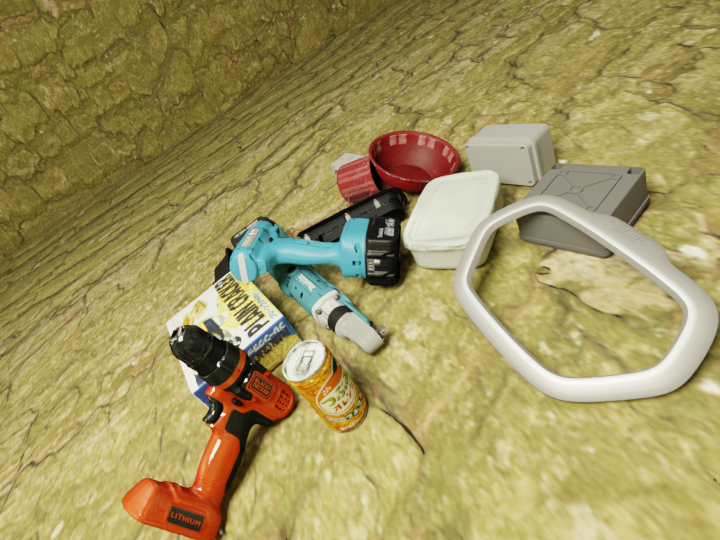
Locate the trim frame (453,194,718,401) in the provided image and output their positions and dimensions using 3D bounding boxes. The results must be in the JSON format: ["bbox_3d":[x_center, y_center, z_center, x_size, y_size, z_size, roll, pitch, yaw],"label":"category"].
[{"bbox_3d":[0.207,0.017,0.434,0.185,0.026,0.262,-43,44,8],"label":"trim frame"}]

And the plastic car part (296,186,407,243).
[{"bbox_3d":[-0.007,-0.078,0.736,0.204,0.063,0.070,-29,43,4],"label":"plastic car part"}]

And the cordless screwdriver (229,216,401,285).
[{"bbox_3d":[-0.064,-0.042,0.651,0.252,0.072,0.162,-1,29,7],"label":"cordless screwdriver"}]

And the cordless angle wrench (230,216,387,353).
[{"bbox_3d":[-0.100,0.015,0.690,0.097,0.071,0.447,-39,37,-13],"label":"cordless angle wrench"}]

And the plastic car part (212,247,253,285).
[{"bbox_3d":[-0.260,0.011,0.832,0.071,0.063,0.122,-47,31,2],"label":"plastic car part"}]
